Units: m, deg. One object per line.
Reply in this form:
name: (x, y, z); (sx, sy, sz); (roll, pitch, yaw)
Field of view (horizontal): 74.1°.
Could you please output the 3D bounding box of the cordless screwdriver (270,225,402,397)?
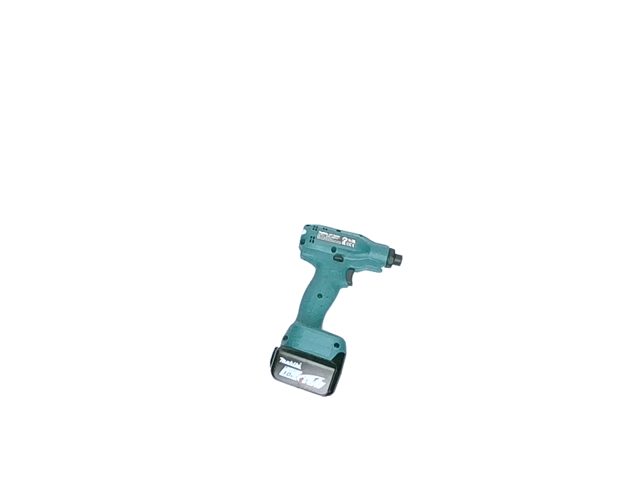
cordless screwdriver: (0.024, 0.102, 0.621); (0.159, 0.248, 0.074); (13, -23, 3)
